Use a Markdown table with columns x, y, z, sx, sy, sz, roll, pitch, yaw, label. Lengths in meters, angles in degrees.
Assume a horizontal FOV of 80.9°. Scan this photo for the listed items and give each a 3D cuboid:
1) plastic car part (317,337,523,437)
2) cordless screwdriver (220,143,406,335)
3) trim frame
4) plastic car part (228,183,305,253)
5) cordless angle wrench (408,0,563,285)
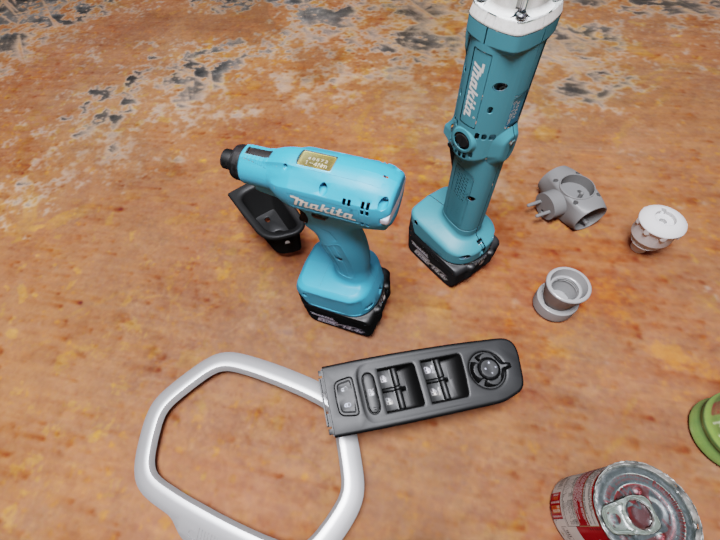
| x | y | z | sx | sy | sz | roll | pitch | yaw | label |
| --- | --- | --- | --- | --- | --- | --- | --- | --- | --- |
| 0.063 | 0.119 | 0.430 | 0.203 | 0.064 | 0.069 | -12 | 58 | -1 | plastic car part |
| -0.042 | -0.028 | 0.432 | 0.164 | 0.240 | 0.075 | 18 | 61 | 14 | cordless screwdriver |
| -0.117 | 0.186 | 0.434 | 0.256 | 0.026 | 0.185 | 15 | 61 | 16 | trim frame |
| -0.117 | -0.064 | 0.567 | 0.065 | 0.068 | 0.122 | -31 | 60 | -14 | plastic car part |
| 0.108 | -0.128 | 0.377 | 0.073 | 0.408 | 0.102 | -33 | 63 | -17 | cordless angle wrench |
